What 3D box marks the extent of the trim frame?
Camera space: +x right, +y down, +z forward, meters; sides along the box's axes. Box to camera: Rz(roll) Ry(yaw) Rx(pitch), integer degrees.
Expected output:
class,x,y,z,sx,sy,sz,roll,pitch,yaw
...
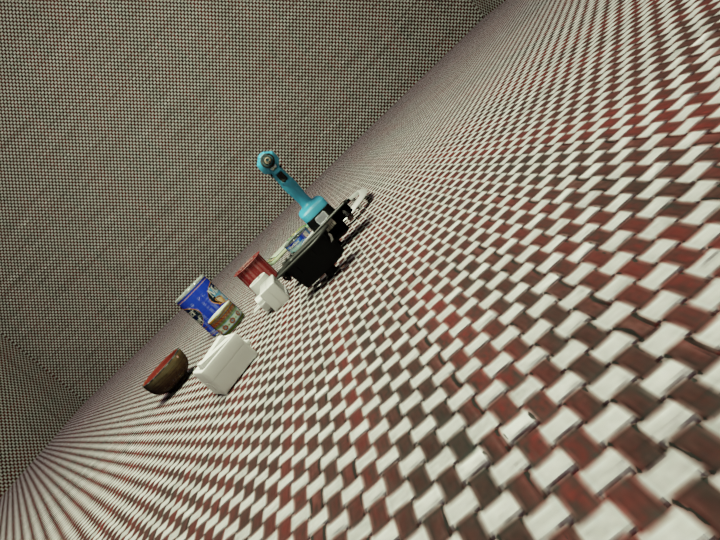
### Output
class,x,y,z,sx,sy,sz,roll,pitch,yaw
trim frame,-0.067,-0.115,1.023,0.254,0.027,0.184,-31,20,38

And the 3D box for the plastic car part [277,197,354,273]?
class,x,y,z,sx,sy,sz,roll,pitch,yaw
plastic car part,-0.082,-0.053,0.835,0.204,0.065,0.067,-40,14,14

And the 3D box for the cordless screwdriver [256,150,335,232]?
class,x,y,z,sx,sy,sz,roll,pitch,yaw
cordless screwdriver,-0.146,-0.180,0.988,0.074,0.244,0.163,-44,12,0

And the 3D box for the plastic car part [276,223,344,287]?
class,x,y,z,sx,sy,sz,roll,pitch,yaw
plastic car part,-0.075,-0.015,0.715,0.118,0.069,0.067,-38,14,22
